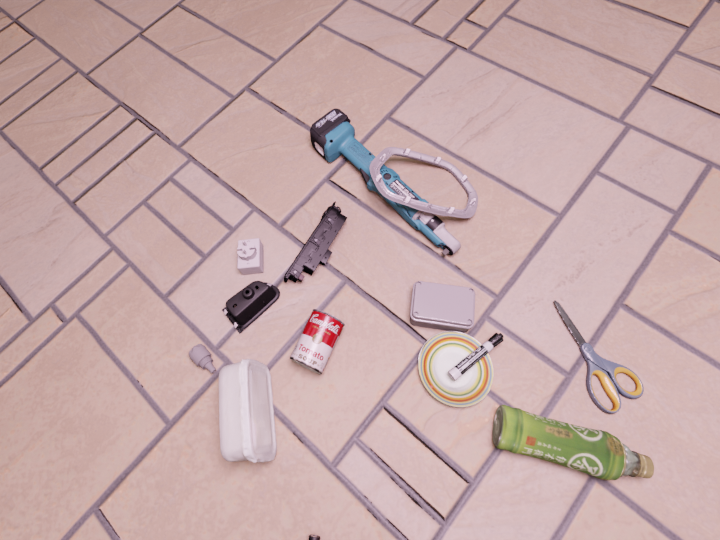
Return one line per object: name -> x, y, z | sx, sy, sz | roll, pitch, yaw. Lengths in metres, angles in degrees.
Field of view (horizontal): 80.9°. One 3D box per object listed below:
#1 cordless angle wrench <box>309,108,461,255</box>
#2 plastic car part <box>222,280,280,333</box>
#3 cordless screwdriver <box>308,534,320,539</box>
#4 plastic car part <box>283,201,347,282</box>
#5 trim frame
cordless angle wrench -> 0.054, -0.190, 0.919 | 0.097, 0.072, 0.439 | -39, 69, -11
plastic car part -> -0.222, 0.058, 0.841 | 0.116, 0.069, 0.068 | -41, 71, -9
cordless screwdriver -> 0.019, 0.498, 0.614 | 0.254, 0.071, 0.162 | 2, 67, 12
plastic car part -> -0.086, -0.056, 0.880 | 0.068, 0.065, 0.203 | 25, 71, 4
trim frame -> 0.136, -0.185, 0.882 | 0.243, 0.027, 0.189 | 12, 54, -13
